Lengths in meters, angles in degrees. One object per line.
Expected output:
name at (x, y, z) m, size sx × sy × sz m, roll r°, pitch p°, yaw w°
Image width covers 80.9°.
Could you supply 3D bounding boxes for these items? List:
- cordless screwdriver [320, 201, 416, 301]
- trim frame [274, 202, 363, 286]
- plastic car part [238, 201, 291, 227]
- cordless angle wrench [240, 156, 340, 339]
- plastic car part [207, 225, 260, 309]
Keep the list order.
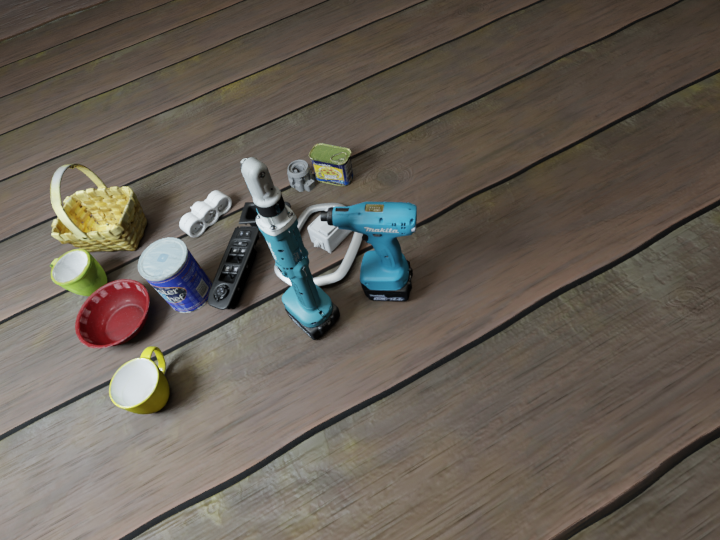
cordless screwdriver at (0.021, -0.035, 0.777) m, size 0.163 × 0.239 × 0.076 m, roll 4°, pitch 56°, yaw 11°
trim frame at (-0.093, -0.061, 0.949) m, size 0.190 × 0.026 × 0.251 m, roll 11°, pitch 58°, yaw 18°
plastic car part at (-0.214, -0.118, 0.988) m, size 0.119 × 0.068 × 0.067 m, roll 1°, pitch 56°, yaw 11°
cordless angle wrench at (-0.113, -0.018, 0.689) m, size 0.073 × 0.406 × 0.103 m, roll -41°, pitch 61°, yaw -20°
plastic car part at (-0.271, 0.000, 0.920) m, size 0.068 × 0.064 × 0.206 m, roll 6°, pitch 57°, yaw 13°
